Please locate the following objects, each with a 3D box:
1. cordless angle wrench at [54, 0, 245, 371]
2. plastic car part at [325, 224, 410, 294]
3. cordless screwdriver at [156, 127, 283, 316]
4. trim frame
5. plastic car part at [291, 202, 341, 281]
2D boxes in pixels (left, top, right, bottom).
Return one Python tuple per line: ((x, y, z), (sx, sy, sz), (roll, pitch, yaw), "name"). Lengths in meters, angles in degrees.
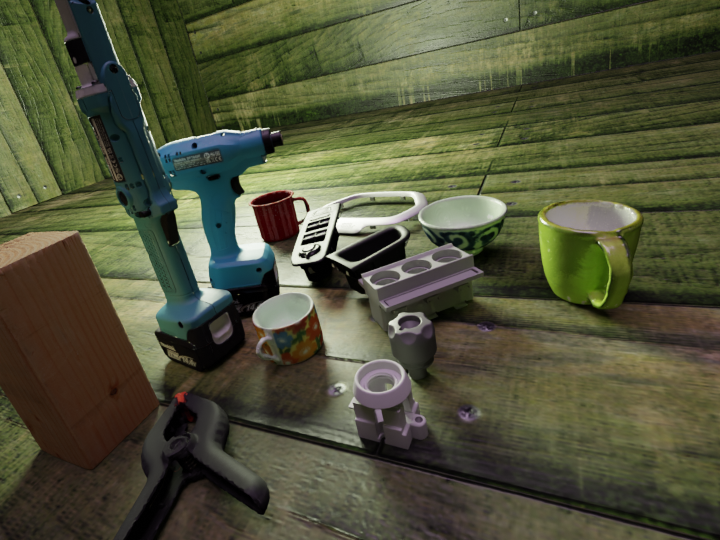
((-0.232, -0.086, 0.458), (0.103, 0.410, 0.073), (6, 28, 35), "cordless angle wrench")
((0.023, -0.008, 0.571), (0.114, 0.069, 0.069), (-25, 27, -24), "plastic car part")
((-0.159, -0.063, 0.572), (0.160, 0.241, 0.076), (-11, 23, 2), "cordless screwdriver")
((0.015, -0.121, 0.849), (0.261, 0.027, 0.181), (7, 32, 35), "trim frame")
((-0.068, -0.044, 0.691), (0.067, 0.065, 0.206), (-8, 26, 9), "plastic car part")
